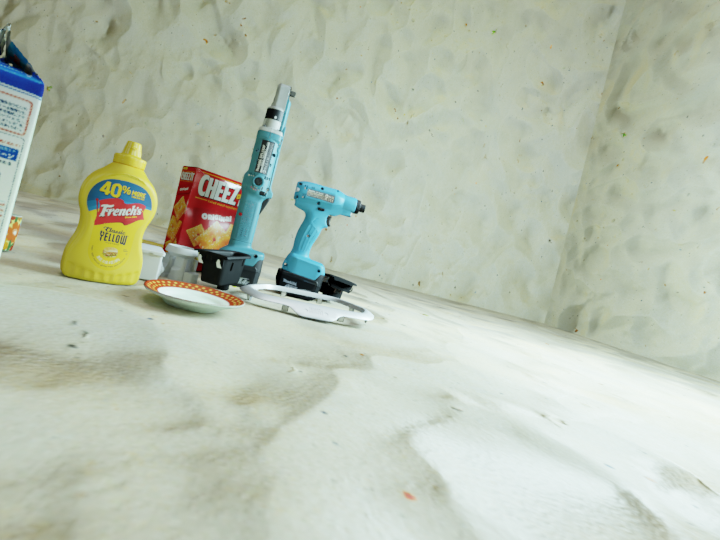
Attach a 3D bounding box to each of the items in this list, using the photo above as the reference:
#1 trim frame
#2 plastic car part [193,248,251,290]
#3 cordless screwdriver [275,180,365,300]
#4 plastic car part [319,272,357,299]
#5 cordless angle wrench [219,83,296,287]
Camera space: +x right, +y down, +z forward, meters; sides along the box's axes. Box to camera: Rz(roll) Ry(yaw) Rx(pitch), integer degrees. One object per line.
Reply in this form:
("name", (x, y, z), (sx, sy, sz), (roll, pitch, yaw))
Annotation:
("trim frame", (-0.095, 0.059, 0.762), (0.243, 0.027, 0.189), (14, 2, -14))
("plastic car part", (-0.239, 0.000, 0.745), (0.068, 0.071, 0.113), (15, 1, 14))
("cordless screwdriver", (-0.090, -0.059, 0.924), (0.157, 0.249, 0.075), (14, 0, -8))
("plastic car part", (-0.075, 0.036, 1.005), (0.064, 0.067, 0.209), (14, 1, -20))
("cordless angle wrench", (-0.210, -0.178, 0.868), (0.096, 0.423, 0.076), (15, 0, -14))
